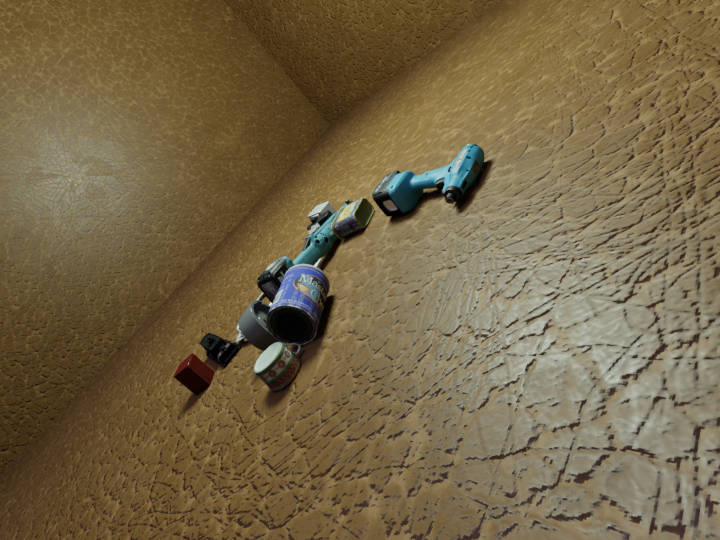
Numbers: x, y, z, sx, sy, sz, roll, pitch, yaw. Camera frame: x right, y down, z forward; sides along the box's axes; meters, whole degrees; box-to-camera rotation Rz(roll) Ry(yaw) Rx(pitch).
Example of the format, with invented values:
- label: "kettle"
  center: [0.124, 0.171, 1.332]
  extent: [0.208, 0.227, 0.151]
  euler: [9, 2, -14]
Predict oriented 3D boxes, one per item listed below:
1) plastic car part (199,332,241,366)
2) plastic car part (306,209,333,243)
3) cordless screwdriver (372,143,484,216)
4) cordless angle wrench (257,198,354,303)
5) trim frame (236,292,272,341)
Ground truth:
- label: "plastic car part"
  center: [-0.390, 0.205, 1.135]
  extent: [0.210, 0.065, 0.066]
  euler: [-8, 46, 60]
- label: "plastic car part"
  center: [-0.115, -0.136, 1.265]
  extent: [0.118, 0.069, 0.067]
  euler: [-33, 20, 19]
- label: "cordless screwdriver"
  center: [0.133, -0.175, 0.908]
  extent: [0.259, 0.071, 0.159]
  euler: [-11, 37, 48]
- label: "cordless angle wrench"
  center: [-0.108, -0.071, 1.109]
  extent: [0.076, 0.096, 0.420]
  euler: [-25, 20, 42]
- label: "trim frame"
  center: [-0.272, 0.093, 1.149]
  extent: [0.186, 0.027, 0.253]
  euler: [-44, 20, 24]
